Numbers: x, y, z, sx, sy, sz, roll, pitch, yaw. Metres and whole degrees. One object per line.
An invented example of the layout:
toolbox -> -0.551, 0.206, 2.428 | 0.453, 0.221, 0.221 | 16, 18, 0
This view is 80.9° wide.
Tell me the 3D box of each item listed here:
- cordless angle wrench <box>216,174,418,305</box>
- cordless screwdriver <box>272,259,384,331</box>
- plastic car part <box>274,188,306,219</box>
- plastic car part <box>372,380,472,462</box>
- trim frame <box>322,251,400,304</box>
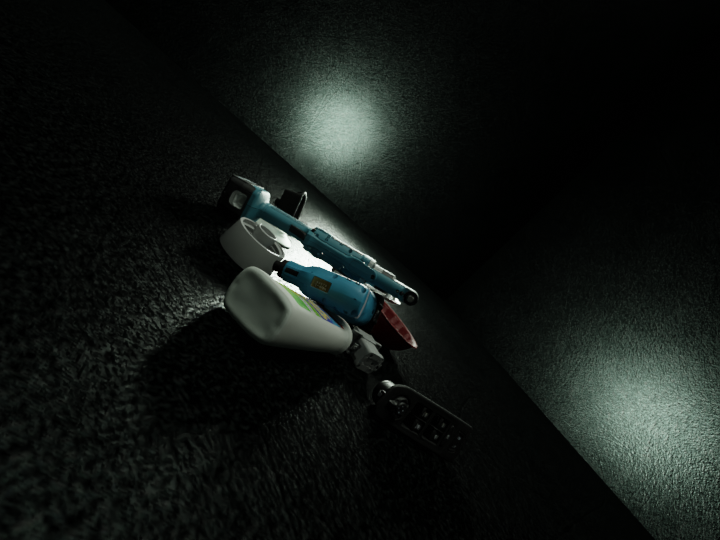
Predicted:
cordless angle wrench -> -0.079, -0.052, 0.811 | 0.433, 0.074, 0.096 | 30, 8, 12
cordless screwdriver -> -0.047, 0.040, 0.740 | 0.165, 0.074, 0.240 | 22, -7, 16
plastic car part -> -0.191, -0.159, 1.094 | 0.072, 0.116, 0.065 | 21, 4, 7
plastic car part -> 0.088, 0.222, 0.652 | 0.193, 0.066, 0.070 | 38, 1, -32
trim frame -> -0.007, 0.005, 0.933 | 0.235, 0.027, 0.194 | 28, 7, -36
